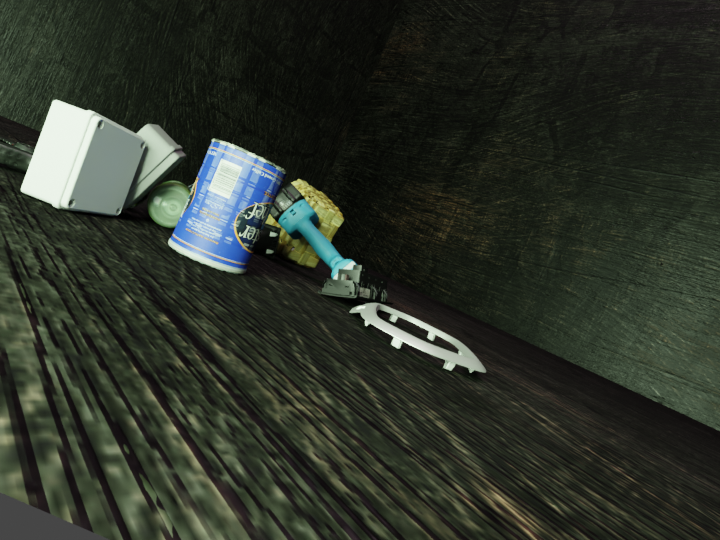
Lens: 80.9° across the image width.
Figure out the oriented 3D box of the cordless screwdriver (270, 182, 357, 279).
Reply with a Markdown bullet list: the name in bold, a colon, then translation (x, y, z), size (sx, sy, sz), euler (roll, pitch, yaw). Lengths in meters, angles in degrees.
- **cordless screwdriver**: translation (-0.084, -0.055, 0.857), size (0.257, 0.074, 0.154), euler (49, -3, 18)

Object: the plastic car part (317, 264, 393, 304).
- **plastic car part**: translation (0.001, 0.028, 0.719), size (0.069, 0.068, 0.193), euler (-3, -14, 23)

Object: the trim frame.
- **trim frame**: translation (0.074, 0.087, 0.587), size (0.187, 0.027, 0.246), euler (24, 4, 4)

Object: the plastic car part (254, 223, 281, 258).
- **plastic car part**: translation (-0.228, -0.069, 0.846), size (0.121, 0.065, 0.069), euler (20, 15, 21)

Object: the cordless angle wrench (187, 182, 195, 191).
- **cordless angle wrench**: translation (-0.273, -0.108, 0.799), size (0.444, 0.097, 0.071), euler (37, -25, 59)
